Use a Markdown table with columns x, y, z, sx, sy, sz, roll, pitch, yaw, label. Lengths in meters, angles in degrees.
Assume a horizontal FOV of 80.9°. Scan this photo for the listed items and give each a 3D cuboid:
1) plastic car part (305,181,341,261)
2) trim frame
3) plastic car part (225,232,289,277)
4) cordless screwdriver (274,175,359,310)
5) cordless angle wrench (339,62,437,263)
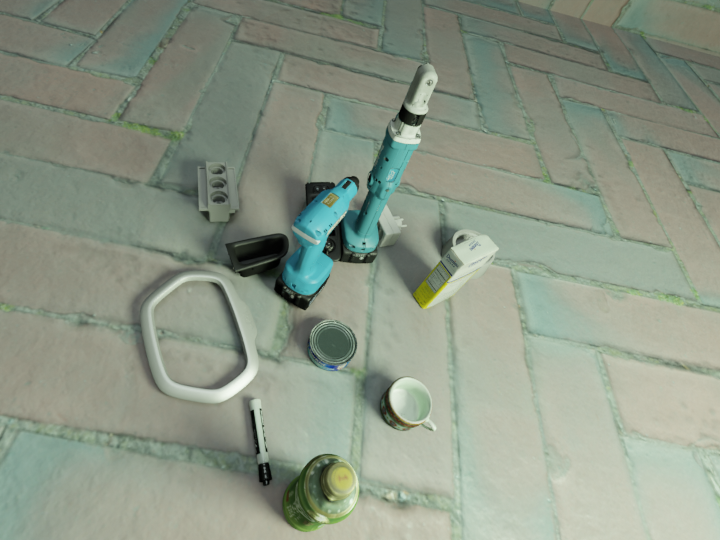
| x | y | z | sx | sy | sz | roll | pitch | yaw | label |
| --- | --- | --- | --- | --- | --- | --- | --- | --- | --- |
| -0.082 | -0.096 | 0.893 | 0.065 | 0.066 | 0.210 | 2 | 54 | -15 | plastic car part |
| -0.270 | 0.104 | 0.721 | 0.179 | 0.027 | 0.259 | -16 | 59 | -24 | trim frame |
| -0.193 | -0.022 | 0.808 | 0.113 | 0.070 | 0.069 | -15 | 60 | -24 | plastic car part |
| -0.073 | -0.048 | 0.745 | 0.076 | 0.246 | 0.158 | 33 | 52 | 6 | cordless screwdriver |
| 0.040 | -0.162 | 0.749 | 0.072 | 0.418 | 0.101 | 4 | 55 | -17 | cordless angle wrench |
